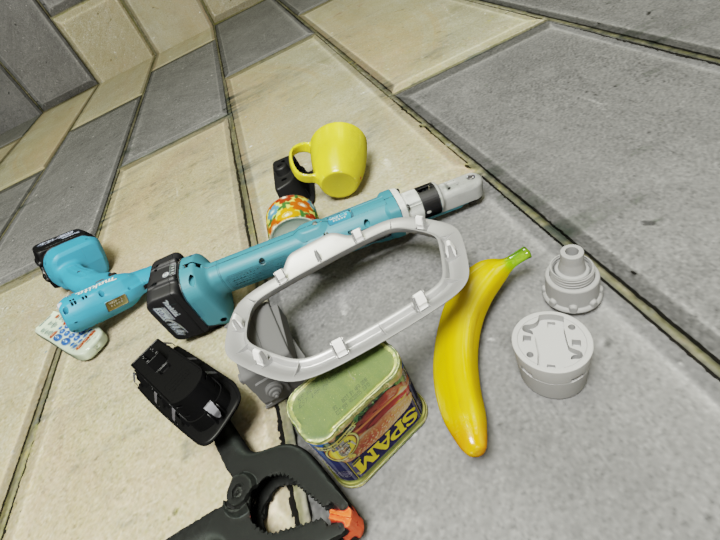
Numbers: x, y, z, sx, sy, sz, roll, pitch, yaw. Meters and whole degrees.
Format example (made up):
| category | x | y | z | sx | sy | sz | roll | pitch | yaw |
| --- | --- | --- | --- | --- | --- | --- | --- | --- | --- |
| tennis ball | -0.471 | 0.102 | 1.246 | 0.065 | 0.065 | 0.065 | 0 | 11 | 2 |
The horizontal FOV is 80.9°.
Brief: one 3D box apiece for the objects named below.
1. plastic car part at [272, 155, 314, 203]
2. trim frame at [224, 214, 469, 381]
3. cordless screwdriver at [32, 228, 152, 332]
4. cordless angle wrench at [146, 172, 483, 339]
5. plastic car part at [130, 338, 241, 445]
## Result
| category | x | y | z | sx | sy | sz | roll | pitch | yaw |
| --- | --- | --- | --- | --- | --- | --- | --- | --- | --- |
| plastic car part | -0.114 | -0.143 | 0.676 | 0.067 | 0.067 | 0.121 | -21 | 39 | 8 |
| trim frame | -0.017 | 0.012 | 0.401 | 0.247 | 0.026 | 0.193 | -30 | 31 | -8 |
| cordless screwdriver | -0.426 | -0.001 | 0.691 | 0.155 | 0.072 | 0.263 | -32 | 39 | -33 |
| cordless angle wrench | -0.051 | -0.033 | 0.523 | 0.424 | 0.093 | 0.078 | -21 | 44 | 3 |
| plastic car part | -0.192 | 0.111 | 0.443 | 0.214 | 0.064 | 0.065 | 10 | 43 | 46 |
